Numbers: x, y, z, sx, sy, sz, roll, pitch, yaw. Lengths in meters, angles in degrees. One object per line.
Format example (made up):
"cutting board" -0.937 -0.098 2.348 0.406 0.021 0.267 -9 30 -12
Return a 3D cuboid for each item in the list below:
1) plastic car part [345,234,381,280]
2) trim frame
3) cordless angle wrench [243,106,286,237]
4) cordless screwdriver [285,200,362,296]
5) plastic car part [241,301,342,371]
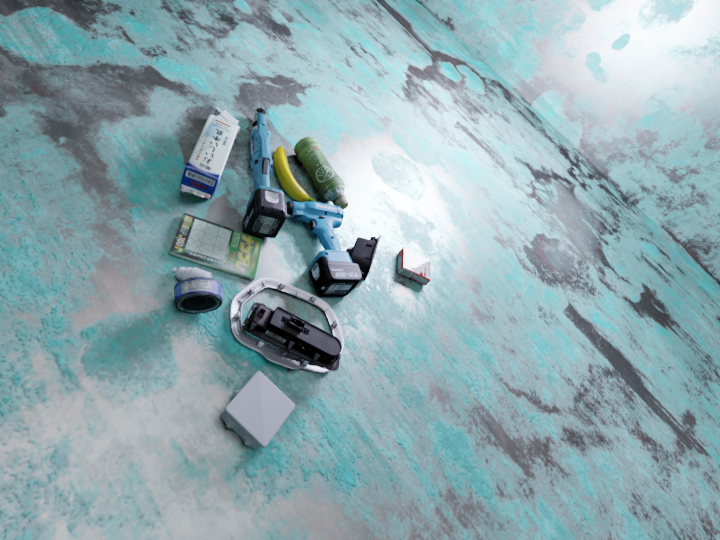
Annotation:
"plastic car part" -0.001 -0.039 1.032 0.071 0.065 0.117 22 50 2
"trim frame" -0.141 0.108 0.849 0.241 0.028 0.188 25 48 -15
"cordless angle wrench" -0.244 -0.267 1.043 0.071 0.098 0.440 11 47 -28
"cordless screwdriver" -0.096 -0.063 0.979 0.153 0.074 0.259 6 50 -28
"plastic car part" -0.116 0.119 0.802 0.199 0.067 0.067 32 39 -11
